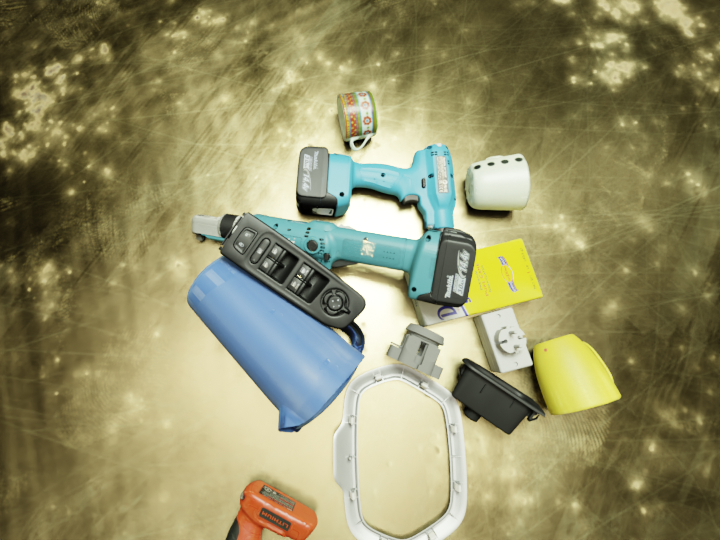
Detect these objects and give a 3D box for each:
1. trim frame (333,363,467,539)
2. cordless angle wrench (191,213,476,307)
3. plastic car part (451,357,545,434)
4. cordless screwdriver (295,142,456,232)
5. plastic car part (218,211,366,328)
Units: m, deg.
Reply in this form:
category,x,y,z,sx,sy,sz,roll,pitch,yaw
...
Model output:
category,x,y,z,sx,sy,sz,roll,pitch,yaw
trim frame,0.054,0.259,0.588,0.185,0.027,0.251,0,78,2
cordless angle wrench,-0.060,-0.039,0.612,0.435,0.073,0.097,11,106,16
plastic car part,0.178,0.181,0.590,0.119,0.065,0.071,29,93,10
cordless screwdriver,0.024,-0.115,0.656,0.248,0.073,0.161,-1,77,-3
plastic car part,-0.089,0.007,0.571,0.205,0.066,0.066,34,81,4
